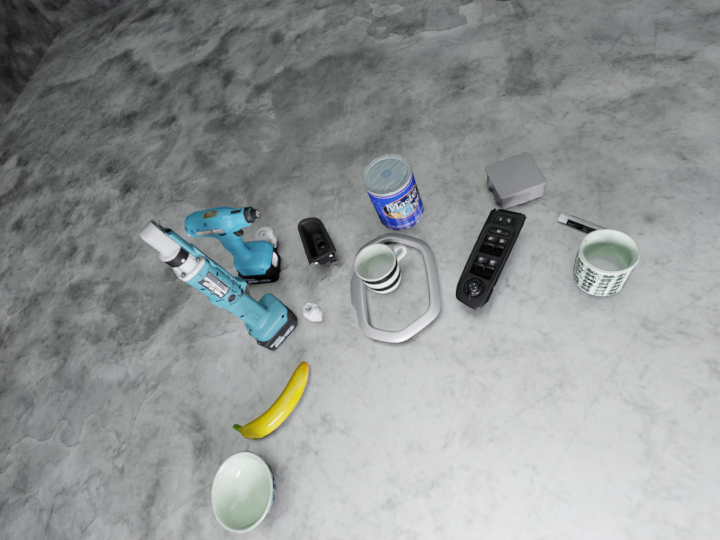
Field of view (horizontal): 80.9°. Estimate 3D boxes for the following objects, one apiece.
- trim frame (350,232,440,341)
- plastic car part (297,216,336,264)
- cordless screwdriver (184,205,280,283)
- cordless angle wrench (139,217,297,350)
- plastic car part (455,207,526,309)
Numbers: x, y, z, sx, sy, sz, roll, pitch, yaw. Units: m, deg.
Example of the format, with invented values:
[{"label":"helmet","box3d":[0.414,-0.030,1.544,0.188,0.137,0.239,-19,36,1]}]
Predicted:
[{"label":"trim frame","box3d":[0.065,0.027,0.863,0.188,0.026,0.256,-13,58,16]},{"label":"plastic car part","box3d":[-0.093,-0.061,0.955,0.066,0.067,0.122,-27,56,5]},{"label":"cordless screwdriver","box3d":[-0.243,-0.057,0.913,0.164,0.236,0.076,-6,61,18]},{"label":"cordless angle wrench","box3d":[-0.243,0.034,0.760,0.078,0.402,0.098,36,79,32]},{"label":"plastic car part","box3d":[0.240,-0.016,0.790,0.070,0.064,0.203,21,72,30]}]
